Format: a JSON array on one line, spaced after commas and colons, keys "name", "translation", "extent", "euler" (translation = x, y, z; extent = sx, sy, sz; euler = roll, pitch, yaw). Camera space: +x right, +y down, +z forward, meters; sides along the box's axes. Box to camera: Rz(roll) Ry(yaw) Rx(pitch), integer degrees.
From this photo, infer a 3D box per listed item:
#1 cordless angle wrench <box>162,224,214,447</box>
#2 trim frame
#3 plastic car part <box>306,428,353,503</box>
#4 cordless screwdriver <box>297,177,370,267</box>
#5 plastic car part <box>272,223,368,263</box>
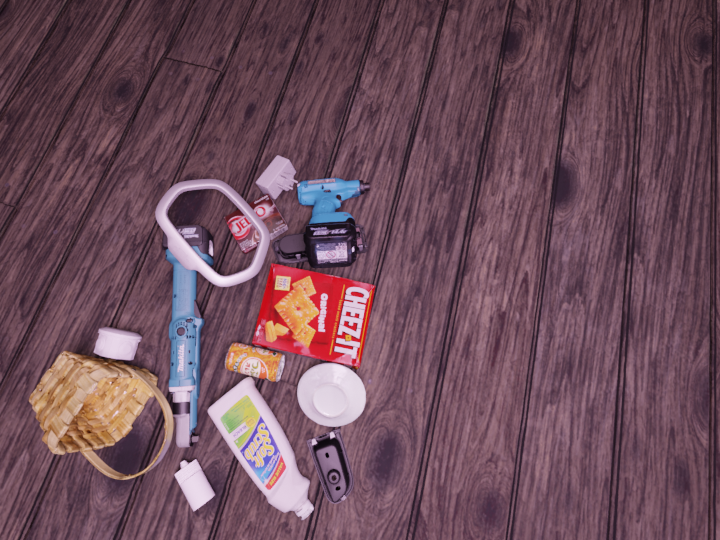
[{"name": "cordless angle wrench", "translation": [-0.347, 0.121, 0.841], "extent": [0.098, 0.073, 0.430], "euler": [-4, 75, -3]}, {"name": "trim frame", "translation": [-0.296, -0.081, 0.857], "extent": [0.249, 0.028, 0.182], "euler": [47, 63, 0]}, {"name": "plastic car part", "translation": [-0.050, 0.355, 0.754], "extent": [0.066, 0.069, 0.120], "euler": [-20, 71, -5]}, {"name": "cordless screwdriver", "translation": [-0.044, -0.113, 0.852], "extent": [0.159, 0.072, 0.258], "euler": [-7, 40, -3]}, {"name": "plastic car part", "translation": [-0.087, -0.057, 0.894], "extent": [0.203, 0.066, 0.067], "euler": [-10, 81, 1]}]
